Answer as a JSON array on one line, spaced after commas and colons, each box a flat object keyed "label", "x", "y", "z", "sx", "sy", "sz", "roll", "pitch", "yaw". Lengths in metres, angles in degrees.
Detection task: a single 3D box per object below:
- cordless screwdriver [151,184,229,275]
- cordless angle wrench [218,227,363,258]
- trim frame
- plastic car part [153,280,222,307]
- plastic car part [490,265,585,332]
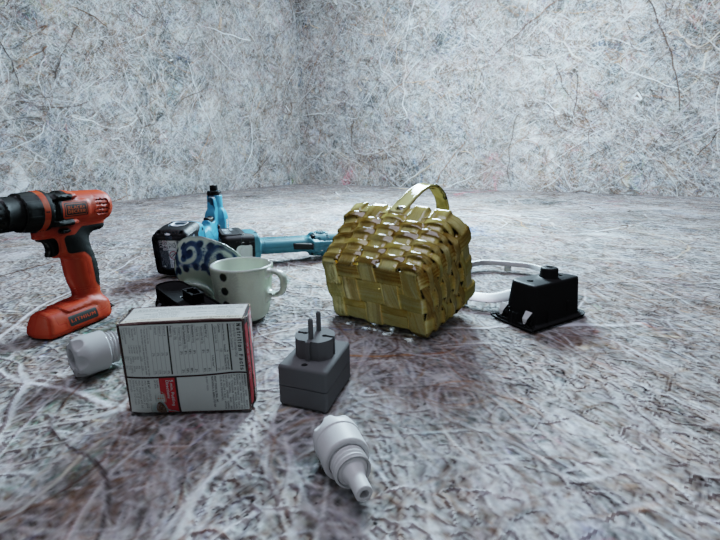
[{"label": "cordless screwdriver", "x": -0.340, "y": -0.090, "z": 0.886, "sx": 0.075, "sy": 0.156, "sz": 0.250, "roll": 0, "pitch": 17, "yaw": 4}, {"label": "cordless angle wrench", "x": -0.090, "y": -0.059, "z": 0.919, "sx": 0.411, "sy": 0.073, "sz": 0.102, "roll": -5, "pitch": 15, "yaw": -19}, {"label": "trim frame", "x": 0.217, "y": 0.017, "z": 0.689, "sx": 0.239, "sy": 0.027, "sz": 0.194, "roll": -10, "pitch": 17, "yaw": -34}, {"label": "plastic car part", "x": -0.222, "y": 0.054, "z": 0.544, "sx": 0.064, "sy": 0.066, "sz": 0.214, "roll": -21, "pitch": 22, "yaw": -38}, {"label": "plastic car part", "x": 0.240, "y": 0.030, "z": 0.554, "sx": 0.113, "sy": 0.069, "sz": 0.069, "roll": -12, "pitch": 18, "yaw": -25}]
